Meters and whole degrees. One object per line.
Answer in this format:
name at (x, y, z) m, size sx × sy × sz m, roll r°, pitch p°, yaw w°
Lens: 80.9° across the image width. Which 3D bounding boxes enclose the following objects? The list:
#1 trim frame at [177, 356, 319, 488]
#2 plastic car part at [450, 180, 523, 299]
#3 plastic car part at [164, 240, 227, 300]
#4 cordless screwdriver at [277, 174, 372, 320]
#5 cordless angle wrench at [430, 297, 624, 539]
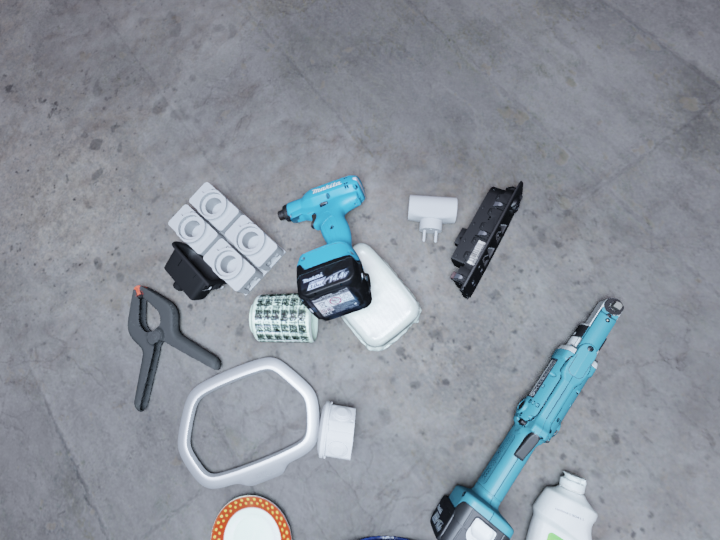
trim frame at (-0.186, 0.252, 0.694) m, size 0.249 × 0.027 × 0.189 m, roll -24°, pitch 74°, yaw 2°
plastic car part at (0.199, -0.057, 0.685) m, size 0.071 × 0.062 × 0.203 m, roll 30°, pitch 85°, yaw 38°
plastic car part at (-0.304, 0.009, 0.756) m, size 0.120 × 0.064 × 0.071 m, roll 38°, pitch 100°, yaw 17°
cordless screwdriver at (-0.066, -0.043, 0.673) m, size 0.162 × 0.070 × 0.257 m, roll -18°, pitch 47°, yaw 16°
cordless angle wrench at (0.253, 0.212, 0.603) m, size 0.076 × 0.095 × 0.422 m, roll 36°, pitch 81°, yaw 11°
